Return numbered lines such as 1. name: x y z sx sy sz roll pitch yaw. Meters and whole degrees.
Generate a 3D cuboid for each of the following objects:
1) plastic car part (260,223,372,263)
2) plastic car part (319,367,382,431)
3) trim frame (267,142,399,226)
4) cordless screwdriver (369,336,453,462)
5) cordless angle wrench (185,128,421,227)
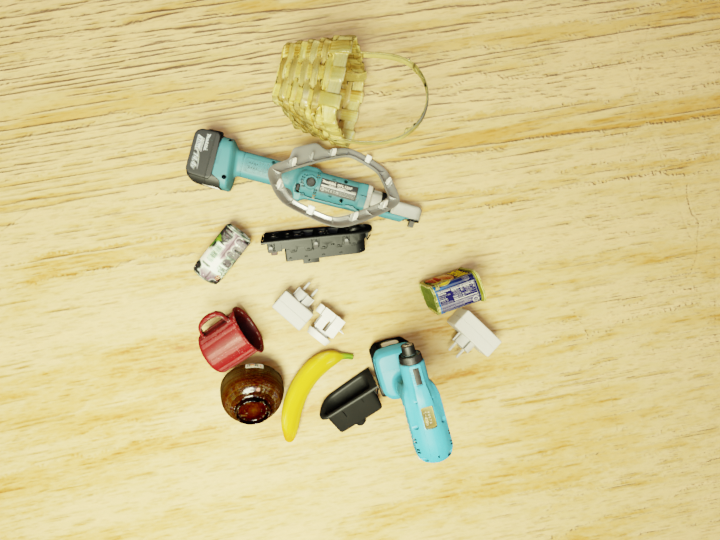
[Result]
1. plastic car part: -0.075 -0.049 0.765 0.202 0.067 0.066 -10 101 -2
2. plastic car part: -0.010 0.245 0.765 0.116 0.068 0.069 -37 107 1
3. trim frame: -0.038 -0.150 0.708 0.241 0.027 0.192 -27 62 -38
4. cordless screwdriver: 0.068 0.162 0.668 0.074 0.252 0.158 -15 98 -5
5. cordless angle wrench: -0.093 -0.155 0.765 0.420 0.075 0.098 14 89 -3
